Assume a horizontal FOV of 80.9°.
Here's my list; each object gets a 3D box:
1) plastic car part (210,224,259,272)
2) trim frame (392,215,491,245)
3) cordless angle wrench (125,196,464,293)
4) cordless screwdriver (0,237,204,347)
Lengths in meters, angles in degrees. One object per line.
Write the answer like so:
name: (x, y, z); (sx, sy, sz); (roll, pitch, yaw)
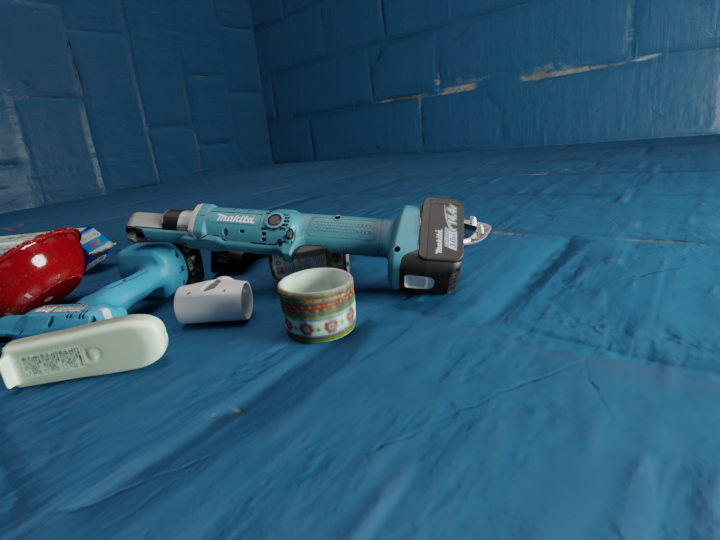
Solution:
plastic car part: (-0.194, -0.042, 0.715); (0.068, 0.066, 0.203); (21, 20, 2)
trim frame: (0.093, -0.064, 0.716); (0.249, 0.027, 0.187); (-9, 17, 1)
cordless angle wrench: (-0.098, -0.045, 0.520); (0.433, 0.071, 0.100); (5, 61, 13)
cordless screwdriver: (-0.315, 0.024, 0.534); (0.162, 0.072, 0.250); (-4, 22, 11)
